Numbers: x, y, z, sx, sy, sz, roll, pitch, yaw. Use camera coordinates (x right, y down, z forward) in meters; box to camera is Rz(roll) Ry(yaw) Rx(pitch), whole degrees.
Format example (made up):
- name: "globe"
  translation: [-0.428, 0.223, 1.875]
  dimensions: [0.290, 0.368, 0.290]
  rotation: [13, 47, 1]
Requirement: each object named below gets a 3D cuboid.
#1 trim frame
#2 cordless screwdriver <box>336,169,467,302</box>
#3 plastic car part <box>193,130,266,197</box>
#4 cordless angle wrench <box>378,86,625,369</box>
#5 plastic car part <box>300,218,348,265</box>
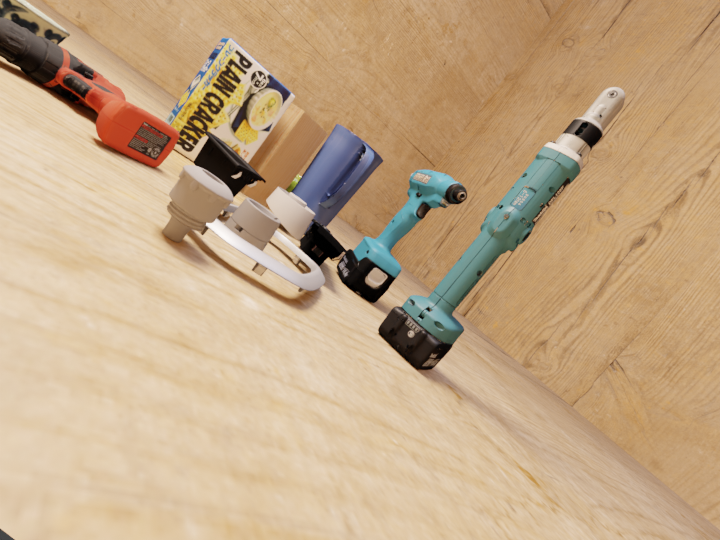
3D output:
- name: "trim frame"
  translation: [-0.120, -0.035, 0.494]
  dimensions: [0.185, 0.027, 0.247]
  rotation: [37, 6, 1]
- name: "cordless screwdriver"
  translation: [0.070, -0.059, 0.716]
  dimensions: [0.072, 0.249, 0.165]
  rotation: [35, 7, -22]
- name: "plastic car part"
  translation: [-0.212, -0.153, 0.644]
  dimensions: [0.122, 0.071, 0.063]
  rotation: [41, 7, 30]
- name: "cordless angle wrench"
  translation: [0.189, -0.056, 0.545]
  dimensions: [0.078, 0.423, 0.093]
  rotation: [42, 7, 28]
- name: "plastic car part"
  translation: [-0.066, -0.043, 0.678]
  dimensions: [0.065, 0.067, 0.206]
  rotation: [36, 6, -11]
